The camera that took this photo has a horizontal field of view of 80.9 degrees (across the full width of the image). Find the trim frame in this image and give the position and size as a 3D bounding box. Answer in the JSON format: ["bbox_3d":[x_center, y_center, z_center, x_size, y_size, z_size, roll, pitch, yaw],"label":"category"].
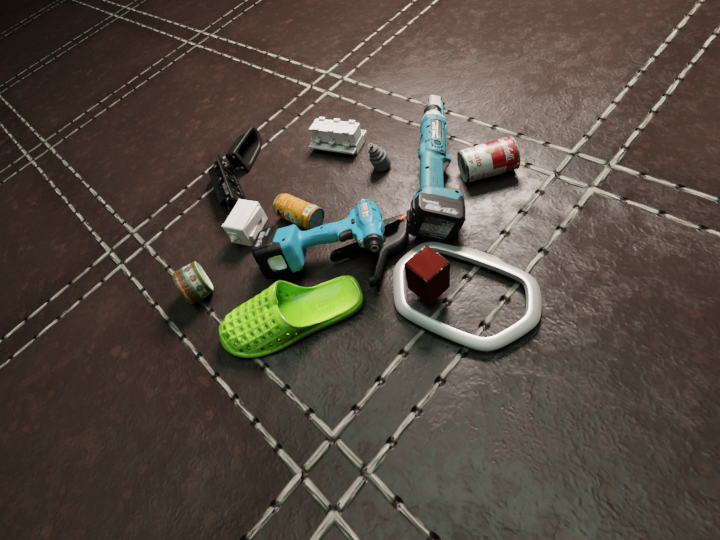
[{"bbox_3d":[0.172,0.034,0.718,0.261,0.026,0.184,20,65,30],"label":"trim frame"}]

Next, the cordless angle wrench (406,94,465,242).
[{"bbox_3d":[0.155,-0.247,0.890,0.097,0.073,0.432,10,52,-4],"label":"cordless angle wrench"}]

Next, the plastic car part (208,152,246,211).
[{"bbox_3d":[-0.324,-0.204,1.020,0.068,0.062,0.213,-40,52,18],"label":"plastic car part"}]

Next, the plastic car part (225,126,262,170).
[{"bbox_3d":[-0.307,-0.313,1.092,0.074,0.062,0.118,-6,50,29],"label":"plastic car part"}]

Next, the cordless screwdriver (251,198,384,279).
[{"bbox_3d":[-0.077,-0.050,0.786,0.252,0.071,0.164,-18,31,9],"label":"cordless screwdriver"}]
